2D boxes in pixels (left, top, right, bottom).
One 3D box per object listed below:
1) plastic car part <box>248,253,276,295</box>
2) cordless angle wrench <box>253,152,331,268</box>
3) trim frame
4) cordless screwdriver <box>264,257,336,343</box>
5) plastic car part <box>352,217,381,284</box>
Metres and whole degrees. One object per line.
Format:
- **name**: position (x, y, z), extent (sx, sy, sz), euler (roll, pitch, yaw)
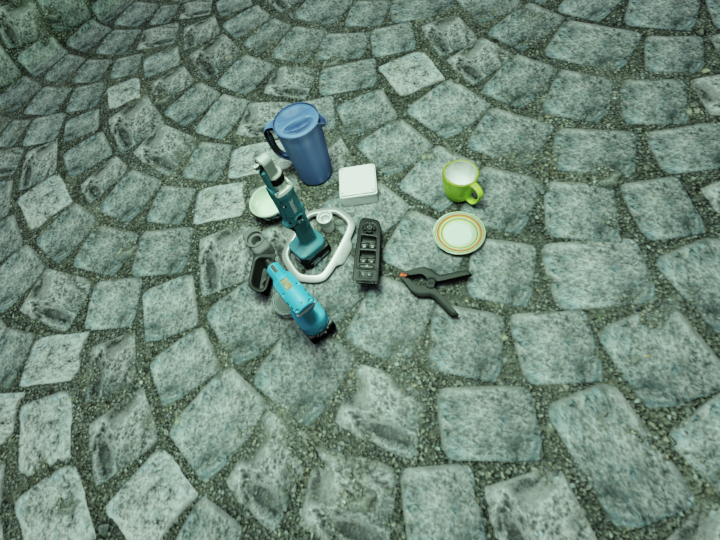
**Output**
- **plastic car part**: position (-0.265, 0.019, 1.162), extent (0.067, 0.068, 0.119), euler (0, 63, 12)
- **cordless angle wrench**: position (-0.165, -0.139, 1.026), extent (0.097, 0.405, 0.078), euler (-43, 64, -12)
- **trim frame**: position (-0.117, -0.077, 1.200), extent (0.192, 0.026, 0.249), euler (19, 69, 23)
- **cordless screwdriver**: position (-0.147, 0.073, 1.004), extent (0.074, 0.238, 0.167), euler (-38, 62, -10)
- **plastic car part**: position (0.023, -0.048, 1.127), extent (0.068, 0.064, 0.207), euler (-1, 62, 12)
